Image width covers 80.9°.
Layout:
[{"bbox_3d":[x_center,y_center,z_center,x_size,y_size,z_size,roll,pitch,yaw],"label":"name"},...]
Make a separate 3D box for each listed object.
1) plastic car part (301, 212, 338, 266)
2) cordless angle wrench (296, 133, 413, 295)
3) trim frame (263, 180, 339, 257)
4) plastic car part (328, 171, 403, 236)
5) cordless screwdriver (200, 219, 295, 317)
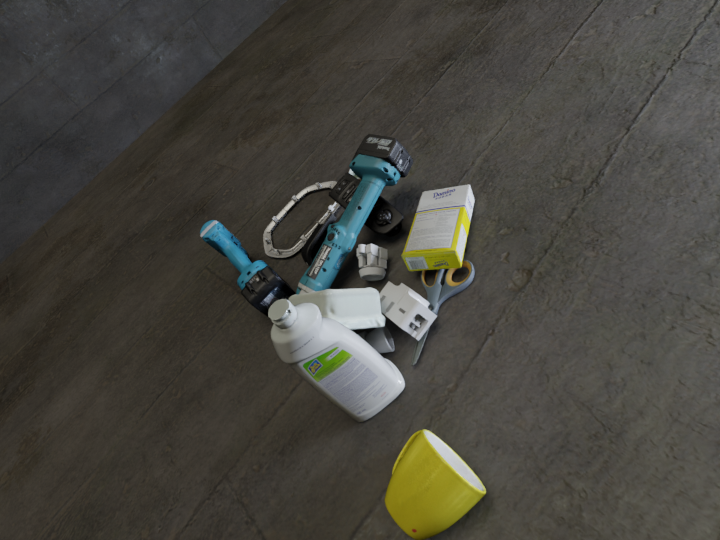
[{"bbox_3d":[-0.088,-0.057,0.896,0.116,0.063,0.074,-53,28,-13],"label":"plastic car part"},{"bbox_3d":[-0.041,-0.055,0.800,0.104,0.070,0.423,25,84,41],"label":"cordless angle wrench"},{"bbox_3d":[-0.139,-0.129,1.013,0.247,0.026,0.195,-48,43,-13],"label":"trim frame"},{"bbox_3d":[0.016,-0.126,0.870,0.066,0.063,0.215,-44,45,-2],"label":"plastic car part"},{"bbox_3d":[-0.237,-0.001,0.910,0.074,0.151,0.262,-46,57,-5],"label":"cordless screwdriver"}]
